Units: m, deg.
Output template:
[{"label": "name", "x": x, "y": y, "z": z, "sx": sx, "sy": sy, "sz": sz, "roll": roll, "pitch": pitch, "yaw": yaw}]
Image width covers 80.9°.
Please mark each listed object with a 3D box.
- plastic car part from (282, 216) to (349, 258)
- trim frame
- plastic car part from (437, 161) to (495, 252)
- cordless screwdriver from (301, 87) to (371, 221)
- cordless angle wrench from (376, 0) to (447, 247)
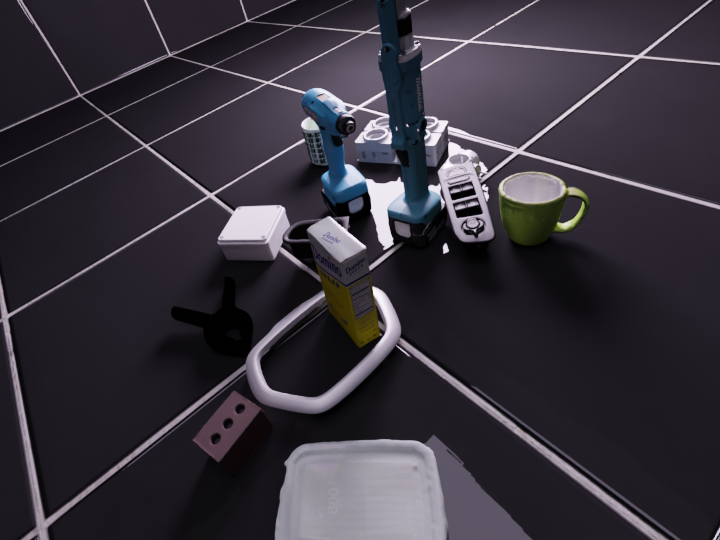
[{"label": "plastic car part", "x": -0.074, "y": -0.048, "z": 0.757, "sx": 0.119, "sy": 0.068, "sz": 0.067, "roll": -5, "pitch": 43, "yaw": 13}, {"label": "trim frame", "x": -0.054, "y": 0.104, "z": 0.623, "sx": 0.195, "sy": 0.026, "sz": 0.245, "roll": 29, "pitch": 60, "yaw": 38}, {"label": "plastic car part", "x": 0.182, "y": -0.105, "z": 0.733, "sx": 0.067, "sy": 0.064, "sz": 0.209, "roll": -9, "pitch": 43, "yaw": 8}, {"label": "cordless screwdriver", "x": -0.034, "y": -0.195, "z": 0.769, "sx": 0.073, "sy": 0.238, "sz": 0.168, "roll": -25, "pitch": 43, "yaw": -12}, {"label": "cordless angle wrench", "x": 0.070, "y": -0.218, "z": 0.636, "sx": 0.078, "sy": 0.405, "sz": 0.097, "roll": 21, "pitch": 53, "yaw": 33}]
